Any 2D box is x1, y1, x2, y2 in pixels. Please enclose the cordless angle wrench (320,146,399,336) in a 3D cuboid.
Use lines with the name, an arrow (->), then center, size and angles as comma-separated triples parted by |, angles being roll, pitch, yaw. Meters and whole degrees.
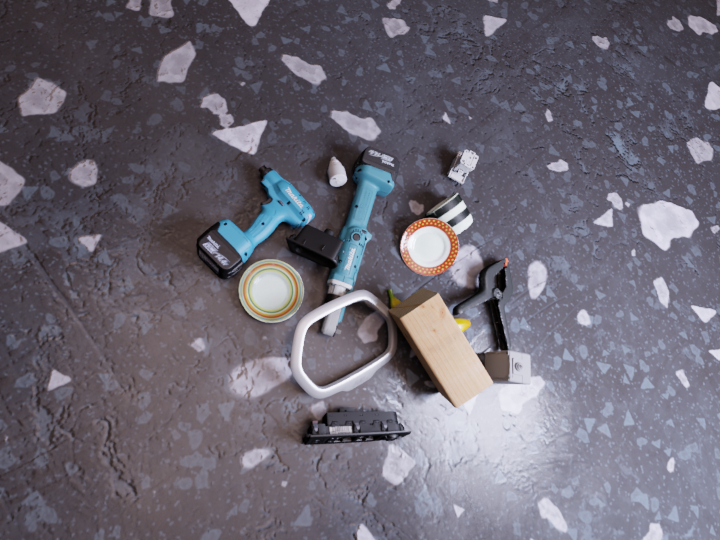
cordless angle wrench -> -0.014, -0.066, 0.916 | 0.097, 0.075, 0.427 | 19, 72, -9

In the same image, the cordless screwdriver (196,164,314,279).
cordless screwdriver -> -0.231, -0.107, 0.878 | 0.245, 0.075, 0.161 | -41, 85, -25

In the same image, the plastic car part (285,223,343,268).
plastic car part -> -0.085, -0.056, 0.873 | 0.120, 0.064, 0.071 | 21, 70, 15

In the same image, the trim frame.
trim frame -> -0.029, 0.145, 0.837 | 0.242, 0.028, 0.182 | -24, 96, -27

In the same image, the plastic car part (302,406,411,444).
plastic car part -> -0.008, 0.298, 0.806 | 0.199, 0.065, 0.069 | 6, 47, -10
